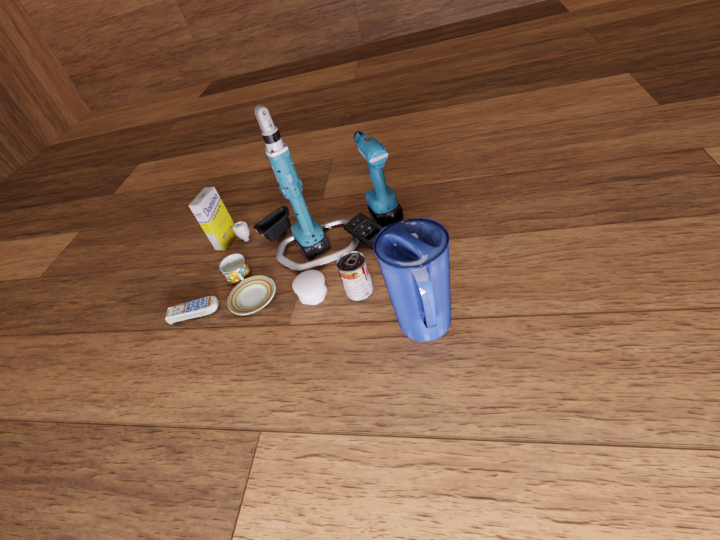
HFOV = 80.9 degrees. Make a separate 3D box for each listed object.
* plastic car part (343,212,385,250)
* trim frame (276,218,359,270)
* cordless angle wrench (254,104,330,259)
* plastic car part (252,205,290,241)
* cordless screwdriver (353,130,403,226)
[{"bbox_3d":[0.044,-0.072,1.076,0.065,0.064,0.215,-36,44,-19],"label":"plastic car part"},{"bbox_3d":[-0.114,-0.075,1.170,0.248,0.026,0.193,-22,41,-3],"label":"trim frame"},{"bbox_3d":[-0.174,-0.210,1.052,0.073,0.404,0.103,-29,42,-14],"label":"cordless angle wrench"},{"bbox_3d":[-0.247,-0.129,1.249,0.115,0.068,0.070,-39,45,-21],"label":"plastic car part"},{"bbox_3d":[0.039,-0.249,1.135,0.074,0.238,0.167,-22,41,-6],"label":"cordless screwdriver"}]
